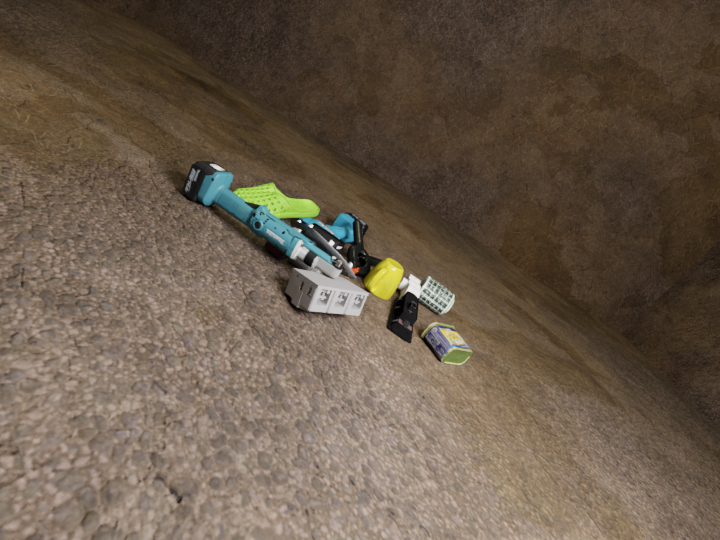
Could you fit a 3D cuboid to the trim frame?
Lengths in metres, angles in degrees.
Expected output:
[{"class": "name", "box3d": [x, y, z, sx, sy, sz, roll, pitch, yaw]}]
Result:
[{"class": "trim frame", "box3d": [-0.091, -0.051, 1.011, 0.177, 0.027, 0.260, 53, -15, -26]}]

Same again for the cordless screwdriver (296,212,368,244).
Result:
[{"class": "cordless screwdriver", "box3d": [-0.088, -0.136, 1.309, 0.165, 0.074, 0.241, 39, 25, 16]}]

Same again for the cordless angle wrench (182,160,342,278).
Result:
[{"class": "cordless angle wrench", "box3d": [-0.219, -0.108, 0.955, 0.436, 0.098, 0.072, 34, 19, 16]}]

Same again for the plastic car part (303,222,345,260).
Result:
[{"class": "plastic car part", "box3d": [-0.113, -0.074, 1.153, 0.120, 0.065, 0.069, 35, 34, 16]}]

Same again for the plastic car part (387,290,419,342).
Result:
[{"class": "plastic car part", "box3d": [0.116, 0.103, 1.077, 0.067, 0.067, 0.202, 27, 17, 0]}]
